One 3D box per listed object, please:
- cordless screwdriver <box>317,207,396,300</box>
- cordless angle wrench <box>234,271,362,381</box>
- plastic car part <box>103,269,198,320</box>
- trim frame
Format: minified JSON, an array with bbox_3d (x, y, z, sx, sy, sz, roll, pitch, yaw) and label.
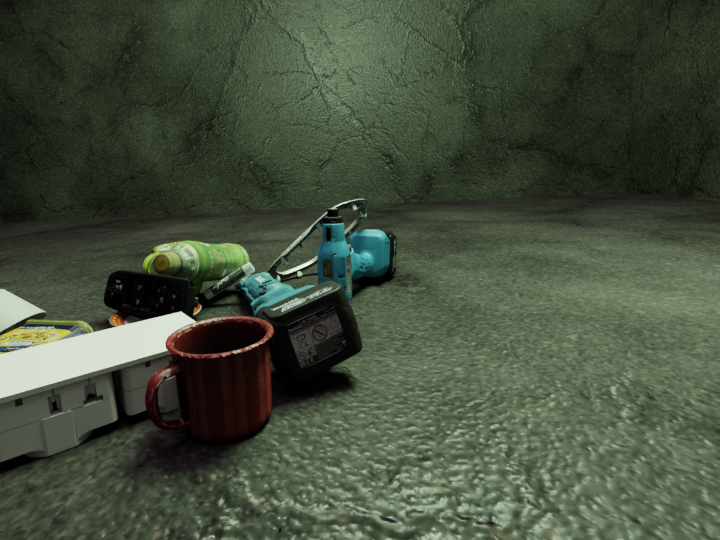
[{"bbox_3d":[-0.006,-0.039,0.761,0.077,0.157,0.242,2,11,23],"label":"cordless screwdriver"},{"bbox_3d":[-0.128,0.042,0.613,0.096,0.073,0.439,-24,14,-20],"label":"cordless angle wrench"},{"bbox_3d":[-0.307,0.035,0.626,0.212,0.066,0.064,5,4,29],"label":"plastic car part"},{"bbox_3d":[-0.080,-0.052,0.813,0.251,0.028,0.177,-38,-15,22],"label":"trim frame"}]
